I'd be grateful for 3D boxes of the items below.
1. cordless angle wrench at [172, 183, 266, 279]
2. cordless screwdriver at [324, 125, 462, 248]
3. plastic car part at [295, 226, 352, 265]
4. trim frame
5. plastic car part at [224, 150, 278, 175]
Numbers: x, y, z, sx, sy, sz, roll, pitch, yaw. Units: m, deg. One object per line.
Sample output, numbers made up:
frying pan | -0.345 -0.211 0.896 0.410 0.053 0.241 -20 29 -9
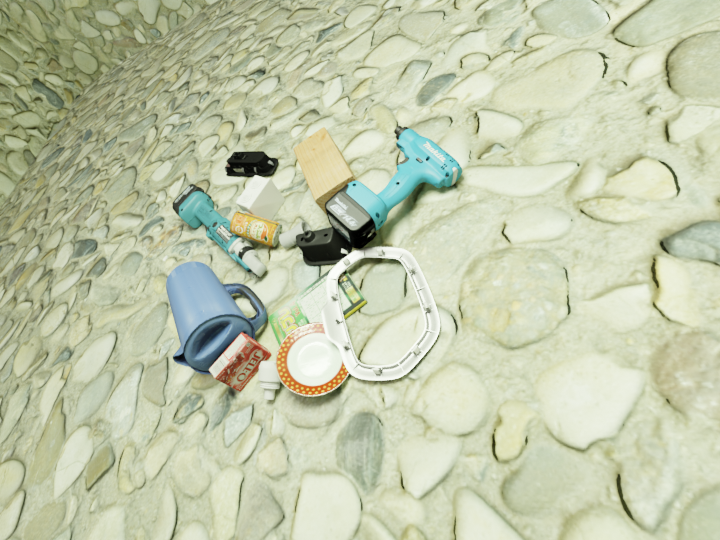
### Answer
cordless angle wrench | -0.341 -0.097 1.033 0.098 0.070 0.448 -49 48 -6
cordless screwdriver | 0.043 -0.165 0.784 0.247 0.071 0.166 -36 64 -8
plastic car part | -0.081 -0.053 0.829 0.121 0.067 0.067 -5 55 27
trim frame | 0.024 0.058 0.697 0.187 0.026 0.259 -25 54 13
plastic car part | -0.306 -0.299 1.162 0.214 0.063 0.066 14 60 36
